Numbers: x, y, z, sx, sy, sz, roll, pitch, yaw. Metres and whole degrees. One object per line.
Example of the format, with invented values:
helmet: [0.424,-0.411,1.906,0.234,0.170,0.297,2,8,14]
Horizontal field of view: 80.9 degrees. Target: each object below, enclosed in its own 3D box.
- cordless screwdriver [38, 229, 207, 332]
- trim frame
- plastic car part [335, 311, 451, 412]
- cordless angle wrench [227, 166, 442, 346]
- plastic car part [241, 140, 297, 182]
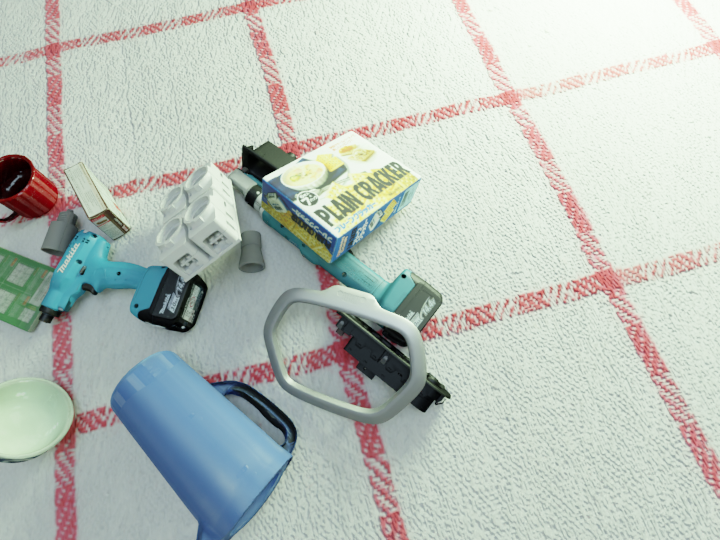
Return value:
cordless screwdriver: [-0.384,0.039,0.675,0.255,0.072,0.160,16,71,12]
trim frame: [-0.030,0.117,0.609,0.258,0.027,0.183,14,99,20]
plastic car part: [0.039,0.137,0.625,0.208,0.064,0.067,33,83,13]
cordless angle wrench: [-0.068,-0.045,0.697,0.437,0.072,0.097,37,73,17]
plastic car part: [-0.150,-0.191,0.764,0.119,0.065,0.071,31,59,8]
